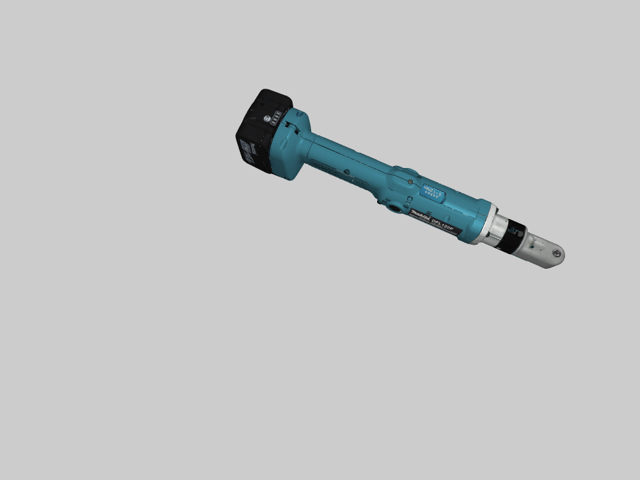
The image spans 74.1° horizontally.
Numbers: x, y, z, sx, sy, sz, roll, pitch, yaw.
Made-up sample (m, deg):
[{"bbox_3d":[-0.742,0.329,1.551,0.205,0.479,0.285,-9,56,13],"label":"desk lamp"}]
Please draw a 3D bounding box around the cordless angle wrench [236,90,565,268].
[{"bbox_3d":[0.101,-0.062,0.534,0.423,0.074,0.098,24,-15,5],"label":"cordless angle wrench"}]
